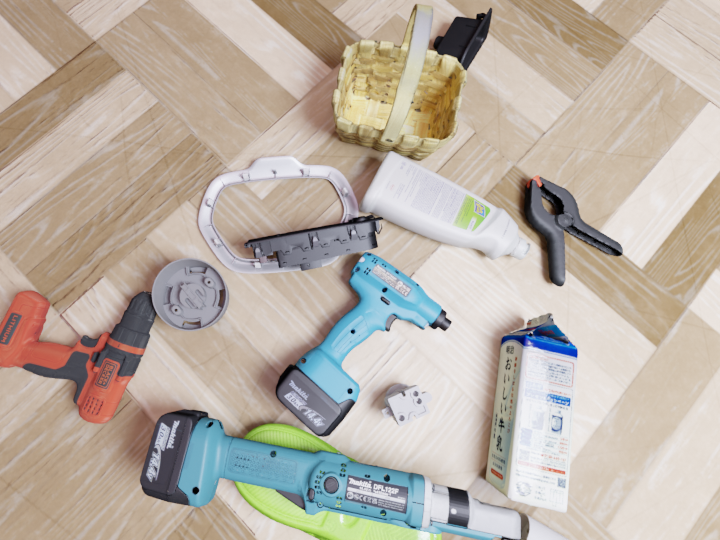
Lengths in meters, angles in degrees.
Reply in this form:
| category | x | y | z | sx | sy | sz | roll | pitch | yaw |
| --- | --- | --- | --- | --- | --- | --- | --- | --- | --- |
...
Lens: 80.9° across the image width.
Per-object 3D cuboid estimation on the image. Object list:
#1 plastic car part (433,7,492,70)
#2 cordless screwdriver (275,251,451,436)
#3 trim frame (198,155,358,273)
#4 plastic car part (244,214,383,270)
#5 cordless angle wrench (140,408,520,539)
| category | x | y | z | sx | sy | sz | roll | pitch | yaw |
| --- | --- | --- | --- | --- | --- | --- | --- | --- | --- |
| plastic car part | 0.164 | -0.385 | 0.719 | 0.074 | 0.063 | 0.116 | 31 | 81 | 19 |
| cordless screwdriver | 0.005 | 0.111 | 0.586 | 0.161 | 0.073 | 0.248 | 35 | 74 | 6 |
| trim frame | -0.126 | -0.089 | 0.654 | 0.248 | 0.027 | 0.187 | -5 | 76 | -1 |
| plastic car part | -0.059 | -0.039 | 0.603 | 0.202 | 0.066 | 0.067 | -15 | 89 | -5 |
| cordless angle wrench | -0.035 | 0.247 | 0.491 | 0.428 | 0.072 | 0.099 | 8 | 69 | 7 |
